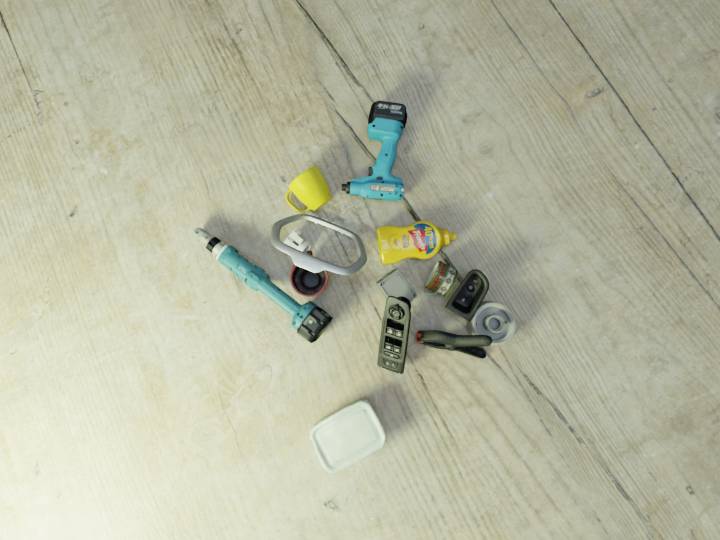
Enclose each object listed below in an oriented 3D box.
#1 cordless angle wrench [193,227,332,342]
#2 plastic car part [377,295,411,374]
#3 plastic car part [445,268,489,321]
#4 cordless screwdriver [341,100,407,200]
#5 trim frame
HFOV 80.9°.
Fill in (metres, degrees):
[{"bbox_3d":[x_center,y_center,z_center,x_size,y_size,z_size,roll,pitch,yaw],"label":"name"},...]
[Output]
[{"bbox_3d":[-0.261,0.019,1.060,0.433,0.096,0.074,36,88,12],"label":"cordless angle wrench"},{"bbox_3d":[0.088,0.143,0.994,0.070,0.065,0.198,19,123,29],"label":"plastic car part"},{"bbox_3d":[0.263,0.052,1.019,0.067,0.069,0.116,31,99,10],"label":"plastic car part"},{"bbox_3d":[0.038,-0.307,1.095,0.161,0.073,0.250,5,86,4],"label":"cordless screwdriver"},{"bbox_3d":[-0.102,-0.067,1.041,0.251,0.027,0.185,22,42,5],"label":"trim frame"}]
